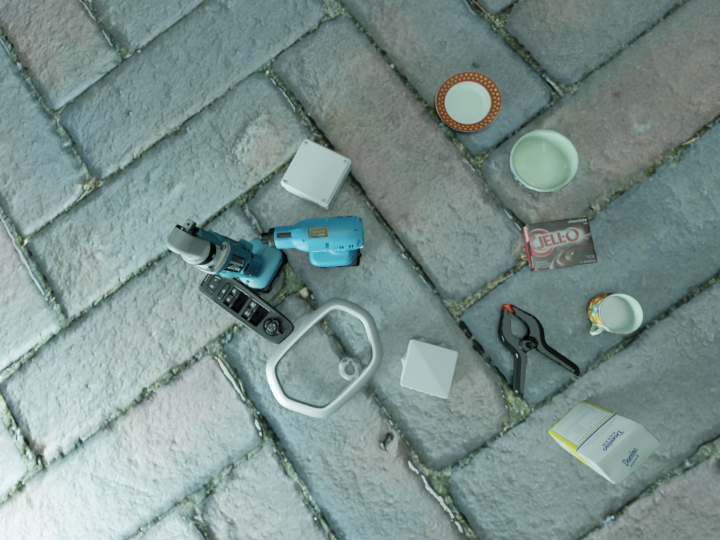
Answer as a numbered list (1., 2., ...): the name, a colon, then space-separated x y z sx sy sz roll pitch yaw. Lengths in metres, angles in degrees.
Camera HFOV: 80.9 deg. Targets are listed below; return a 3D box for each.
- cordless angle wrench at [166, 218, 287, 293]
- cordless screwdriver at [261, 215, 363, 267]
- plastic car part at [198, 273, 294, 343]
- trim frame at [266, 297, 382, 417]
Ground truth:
1. cordless angle wrench: -0.202 -0.019 0.676 0.075 0.417 0.098 29 87 3
2. cordless screwdriver: -0.073 -0.048 0.752 0.160 0.245 0.075 -3 86 2
3. plastic car part: -0.222 0.072 0.843 0.207 0.066 0.066 35 88 9
4. trim frame: -0.071 0.170 0.834 0.248 0.027 0.187 -45 81 -1
